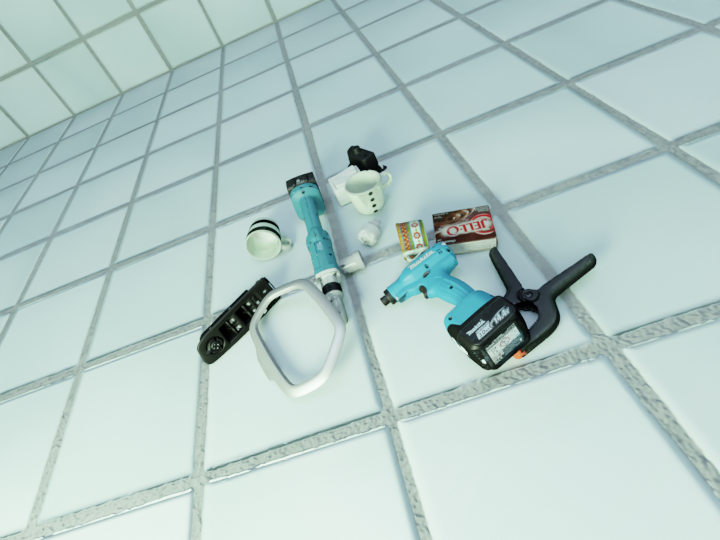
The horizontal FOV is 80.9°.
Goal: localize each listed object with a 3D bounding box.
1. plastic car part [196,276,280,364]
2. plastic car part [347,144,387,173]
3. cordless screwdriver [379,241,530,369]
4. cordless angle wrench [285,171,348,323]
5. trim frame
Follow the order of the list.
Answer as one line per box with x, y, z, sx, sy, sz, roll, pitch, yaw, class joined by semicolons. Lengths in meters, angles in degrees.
-0.262;0.099;0.877;0.071;0.063;0.202;15;58;46;plastic car part
0.001;-0.290;1.101;0.065;0.067;0.123;-39;48;-15;plastic car part
0.139;0.060;0.701;0.159;0.071;0.261;-39;35;2;cordless screwdriver
-0.090;-0.059;0.923;0.074;0.093;0.442;-20;48;1;cordless angle wrench
-0.124;0.118;0.789;0.184;0.026;0.263;-47;48;0;trim frame
